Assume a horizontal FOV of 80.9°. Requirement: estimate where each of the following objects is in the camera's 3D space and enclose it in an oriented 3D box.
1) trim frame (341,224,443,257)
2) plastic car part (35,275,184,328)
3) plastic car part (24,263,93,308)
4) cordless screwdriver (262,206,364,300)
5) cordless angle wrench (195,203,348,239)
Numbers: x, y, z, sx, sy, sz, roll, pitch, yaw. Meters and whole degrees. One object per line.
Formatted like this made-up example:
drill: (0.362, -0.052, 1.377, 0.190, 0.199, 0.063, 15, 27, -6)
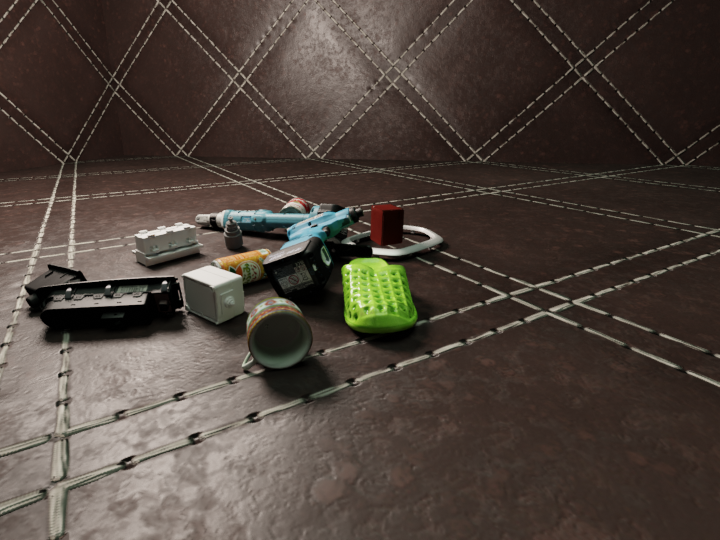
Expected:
trim frame: (0.073, -0.069, 0.964, 0.240, 0.027, 0.195, -21, 29, -39)
plastic car part: (-0.370, 0.053, 0.619, 0.202, 0.064, 0.069, 0, 45, -3)
plastic car part: (-0.491, 0.034, 0.676, 0.122, 0.064, 0.070, 7, 35, 29)
cordless screwdriver: (-0.074, -0.049, 0.760, 0.162, 0.072, 0.252, -20, 21, 13)
cordless angle wrench: (-0.240, -0.122, 1.049, 0.439, 0.074, 0.094, 4, -3, 24)
